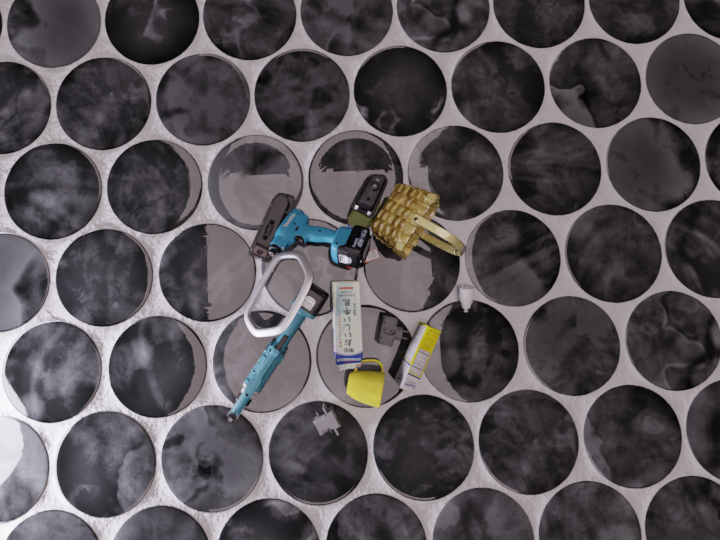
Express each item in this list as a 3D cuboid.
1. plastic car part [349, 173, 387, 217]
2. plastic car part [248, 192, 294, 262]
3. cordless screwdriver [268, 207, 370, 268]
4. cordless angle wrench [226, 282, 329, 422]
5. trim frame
[{"bbox_3d":[0.029,-0.203,1.081,0.066,0.071,0.116,27,89,-2],"label":"plastic car part"},{"bbox_3d":[-0.246,-0.127,1.164,0.067,0.066,0.203,22,83,6],"label":"plastic car part"},{"bbox_3d":[-0.107,-0.070,1.096,0.258,0.071,0.159,17,54,19],"label":"cordless screwdriver"},{"bbox_3d":[-0.230,0.222,1.125,0.074,0.098,0.423,34,90,-2],"label":"cordless angle wrench"},{"bbox_3d":[-0.216,0.059,1.108,0.195,0.026,0.249,21,80,38],"label":"trim frame"}]
